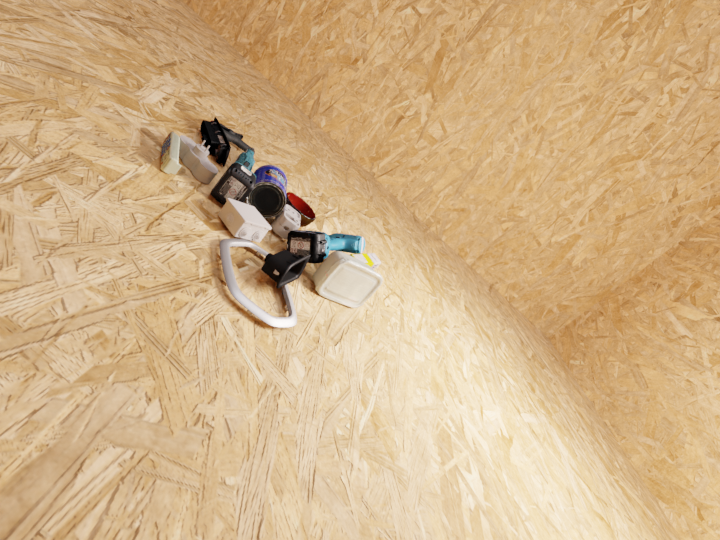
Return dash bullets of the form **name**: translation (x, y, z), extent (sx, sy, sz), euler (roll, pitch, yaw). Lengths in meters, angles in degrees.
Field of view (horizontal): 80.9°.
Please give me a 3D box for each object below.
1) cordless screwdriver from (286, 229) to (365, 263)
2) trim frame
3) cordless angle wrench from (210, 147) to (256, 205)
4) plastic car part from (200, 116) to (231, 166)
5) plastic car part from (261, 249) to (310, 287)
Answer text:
- **cordless screwdriver**: translation (-0.111, -0.073, 1.135), extent (0.167, 0.074, 0.239), euler (9, 10, 29)
- **trim frame**: translation (-0.205, 0.020, 0.856), extent (0.174, 0.028, 0.261), euler (25, 24, -40)
- **cordless angle wrench**: translation (-0.329, -0.280, 1.173), extent (0.071, 0.098, 0.437), euler (36, 16, -23)
- **plastic car part**: translation (-0.429, -0.382, 1.230), extent (0.064, 0.065, 0.213), euler (0, 41, -27)
- **plastic car part**: translation (-0.166, -0.012, 0.894), extent (0.073, 0.066, 0.114), euler (32, 20, 13)
